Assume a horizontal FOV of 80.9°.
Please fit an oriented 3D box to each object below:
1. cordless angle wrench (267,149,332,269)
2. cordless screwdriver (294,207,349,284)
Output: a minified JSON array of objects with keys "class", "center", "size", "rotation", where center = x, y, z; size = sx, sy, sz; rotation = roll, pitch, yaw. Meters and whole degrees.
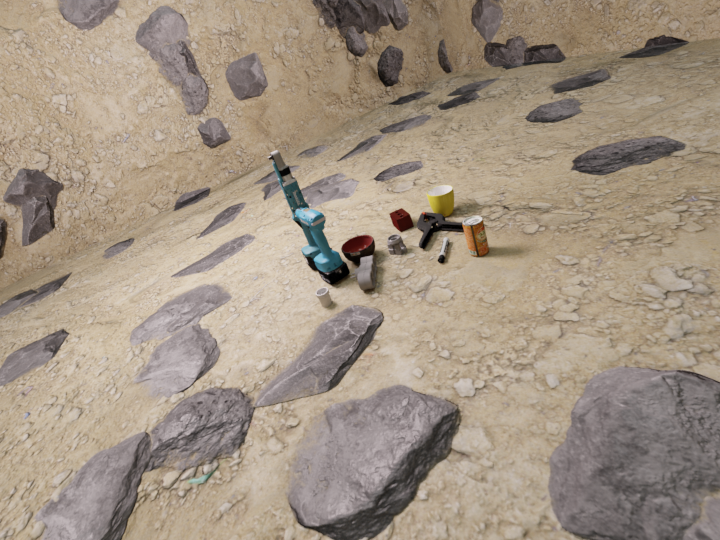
[{"class":"cordless angle wrench","center":[-0.200,-0.199,1.399],"size":[0.097,0.407,0.078],"rotation":[-27,26,-12]},{"class":"cordless screwdriver","center":[-0.130,-0.085,1.334],"size":[0.073,0.240,0.168],"rotation":[-31,28,-19]}]
